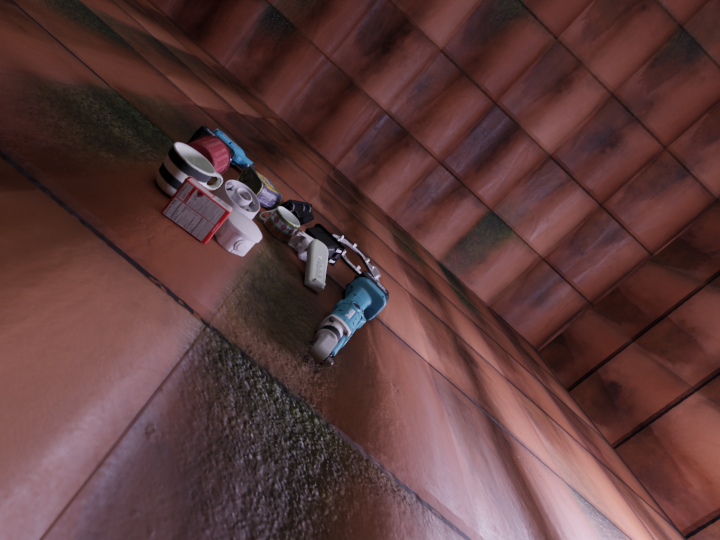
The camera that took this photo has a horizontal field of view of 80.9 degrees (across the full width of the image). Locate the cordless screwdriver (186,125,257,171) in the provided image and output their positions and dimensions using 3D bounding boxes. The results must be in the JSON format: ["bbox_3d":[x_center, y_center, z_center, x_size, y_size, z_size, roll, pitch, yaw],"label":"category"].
[{"bbox_3d":[-0.347,-0.297,1.090,0.156,0.074,0.253,40,10,-13],"label":"cordless screwdriver"}]

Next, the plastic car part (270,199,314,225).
[{"bbox_3d":[-0.173,-0.158,1.172,0.067,0.067,0.200,53,14,-1],"label":"plastic car part"}]

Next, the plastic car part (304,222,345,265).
[{"bbox_3d":[-0.109,-0.071,1.111,0.121,0.066,0.068,45,28,22],"label":"plastic car part"}]

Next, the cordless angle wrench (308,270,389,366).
[{"bbox_3d":[-0.024,0.088,0.833,0.099,0.075,0.417,43,16,2],"label":"cordless angle wrench"}]

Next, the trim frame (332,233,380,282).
[{"bbox_3d":[-0.010,-0.037,1.340,0.175,0.028,0.260,36,13,-31],"label":"trim frame"}]
